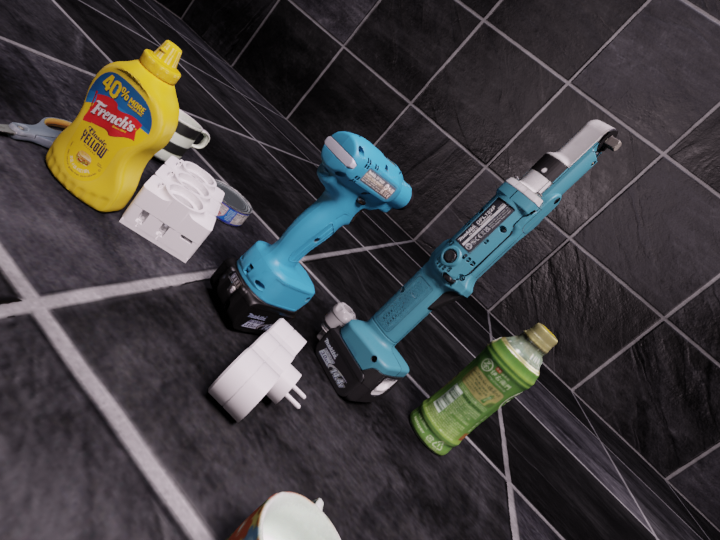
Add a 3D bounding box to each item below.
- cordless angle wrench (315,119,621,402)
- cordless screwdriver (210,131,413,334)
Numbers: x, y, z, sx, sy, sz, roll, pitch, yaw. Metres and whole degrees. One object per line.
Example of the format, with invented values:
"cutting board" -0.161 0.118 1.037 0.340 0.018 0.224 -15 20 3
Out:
"cordless angle wrench" 0.117 -0.008 0.504 0.070 0.425 0.103 25 24 -50
"cordless screwdriver" -0.048 -0.032 0.494 0.151 0.250 0.078 21 27 -55
